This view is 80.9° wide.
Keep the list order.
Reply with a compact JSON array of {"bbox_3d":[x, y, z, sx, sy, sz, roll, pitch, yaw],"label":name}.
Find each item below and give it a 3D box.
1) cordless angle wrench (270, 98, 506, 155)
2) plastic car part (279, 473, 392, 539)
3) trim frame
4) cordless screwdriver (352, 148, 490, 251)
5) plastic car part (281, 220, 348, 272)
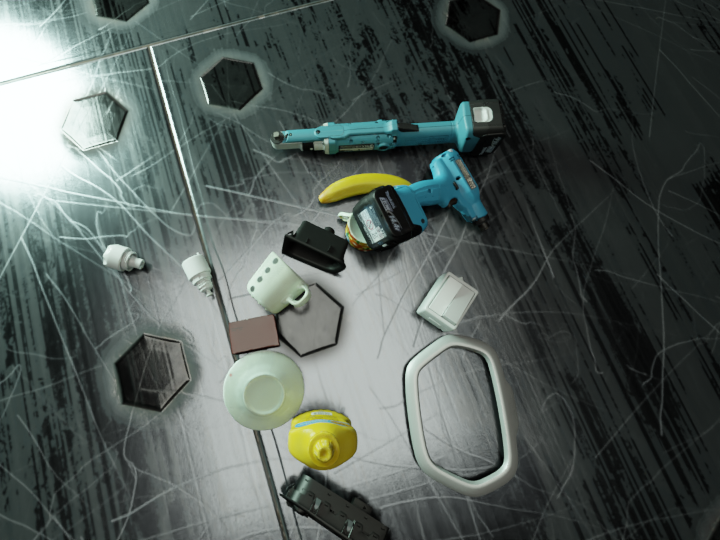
[{"bbox_3d":[0.043,-0.255,0.793,0.424,0.096,0.075,-3,77,2],"label":"cordless angle wrench"},{"bbox_3d":[-0.025,0.371,0.632,0.205,0.065,0.067,26,66,5],"label":"plastic car part"},{"bbox_3d":[0.168,0.231,0.692,0.183,0.027,0.253,-6,74,-2],"label":"trim frame"},{"bbox_3d":[0.118,-0.102,0.727,0.243,0.076,0.160,-30,88,-31],"label":"cordless screwdriver"},{"bbox_3d":[-0.073,-0.048,0.748,0.117,0.065,0.071,21,62,-1],"label":"plastic car part"}]
